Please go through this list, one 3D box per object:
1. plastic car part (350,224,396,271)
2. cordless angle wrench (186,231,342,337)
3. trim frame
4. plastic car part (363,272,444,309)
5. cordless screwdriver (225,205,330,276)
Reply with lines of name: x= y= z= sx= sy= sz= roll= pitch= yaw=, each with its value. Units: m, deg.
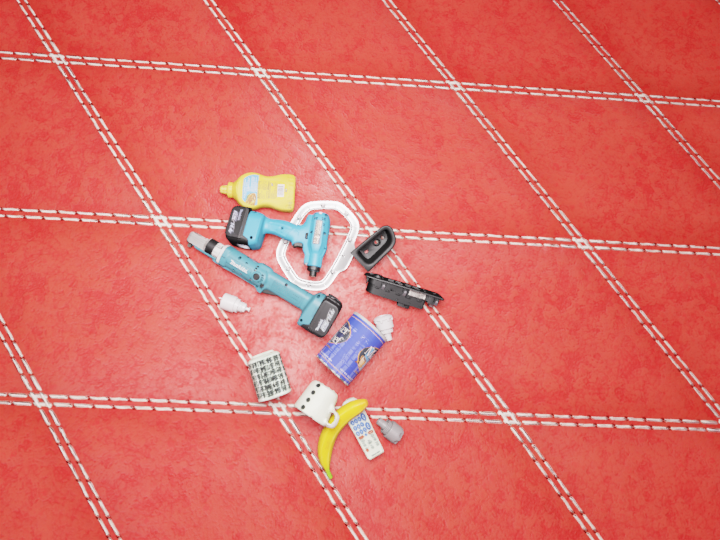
plastic car part: x=0.037 y=-0.063 z=1.069 sx=0.117 sy=0.072 sz=0.065 roll=-43 pitch=97 yaw=3
cordless angle wrench: x=-0.247 y=0.015 z=1.038 sx=0.429 sy=0.073 sz=0.098 roll=30 pitch=98 yaw=8
trim frame: x=-0.106 y=-0.070 z=1.087 sx=0.185 sy=0.027 sz=0.249 roll=28 pitch=76 yaw=2
plastic car part: x=0.098 y=0.054 z=1.057 sx=0.203 sy=0.067 sz=0.066 roll=21 pitch=104 yaw=0
cordless screwdriver: x=-0.205 y=-0.074 z=1.040 sx=0.251 sy=0.073 sz=0.161 roll=6 pitch=75 yaw=5
